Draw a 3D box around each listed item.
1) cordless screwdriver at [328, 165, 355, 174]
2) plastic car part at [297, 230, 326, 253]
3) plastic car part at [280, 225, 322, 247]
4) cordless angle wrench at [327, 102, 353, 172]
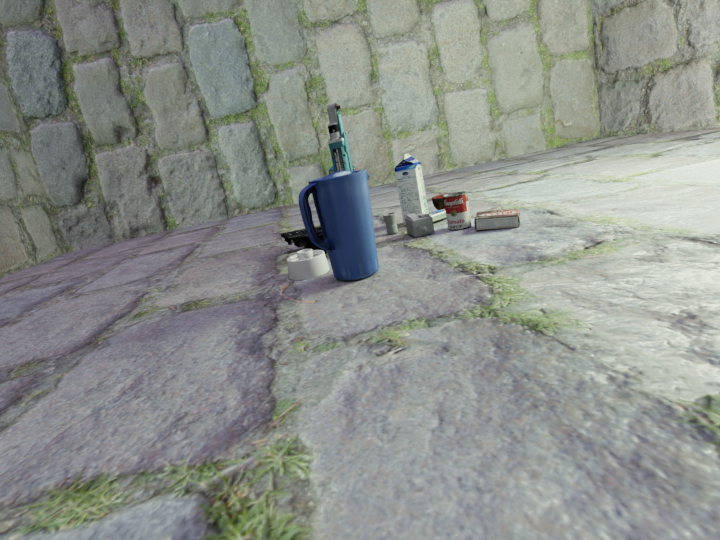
[{"bbox_3d":[-0.039,-0.238,1.425,0.072,0.245,0.166,-16,13,-21],"label":"cordless screwdriver"},{"bbox_3d":[-0.124,-0.081,1.263,0.122,0.070,0.064,4,20,46],"label":"plastic car part"},{"bbox_3d":[-0.159,-0.114,1.412,0.198,0.066,0.069,-18,15,-22],"label":"plastic car part"},{"bbox_3d":[-0.046,-0.280,1.260,0.101,0.416,0.073,-7,12,20],"label":"cordless angle wrench"}]
